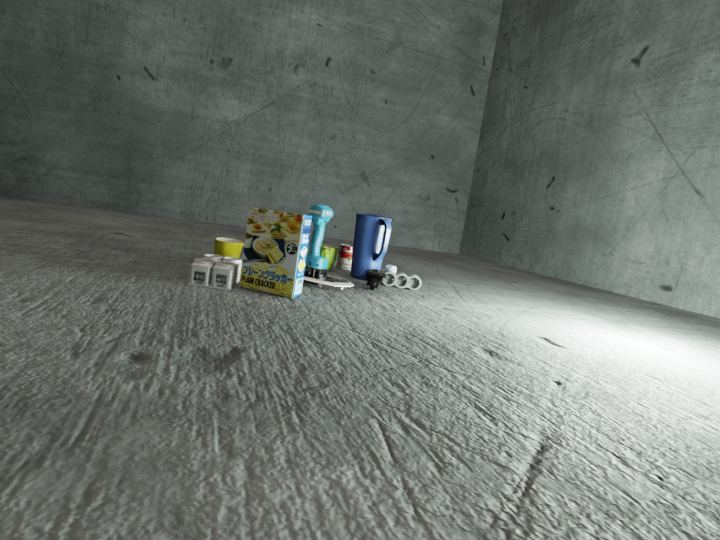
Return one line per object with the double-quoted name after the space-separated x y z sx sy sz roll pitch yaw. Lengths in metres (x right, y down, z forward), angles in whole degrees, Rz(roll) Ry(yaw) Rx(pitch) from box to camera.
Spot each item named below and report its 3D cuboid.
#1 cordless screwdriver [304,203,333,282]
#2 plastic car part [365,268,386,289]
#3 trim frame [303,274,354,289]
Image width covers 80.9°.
-0.132 -0.086 1.352 0.076 0.247 0.156 10 6 13 "cordless screwdriver"
0.050 0.027 1.386 0.067 0.067 0.201 9 7 5 "plastic car part"
-0.142 0.025 1.348 0.255 0.027 0.180 10 8 13 "trim frame"
